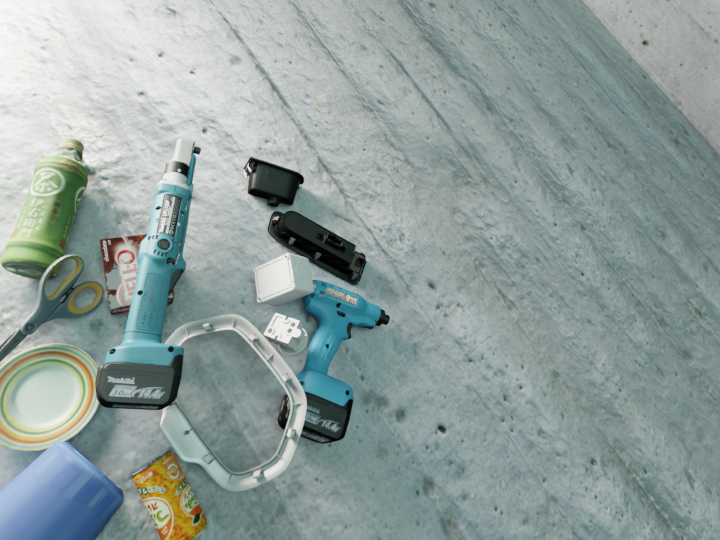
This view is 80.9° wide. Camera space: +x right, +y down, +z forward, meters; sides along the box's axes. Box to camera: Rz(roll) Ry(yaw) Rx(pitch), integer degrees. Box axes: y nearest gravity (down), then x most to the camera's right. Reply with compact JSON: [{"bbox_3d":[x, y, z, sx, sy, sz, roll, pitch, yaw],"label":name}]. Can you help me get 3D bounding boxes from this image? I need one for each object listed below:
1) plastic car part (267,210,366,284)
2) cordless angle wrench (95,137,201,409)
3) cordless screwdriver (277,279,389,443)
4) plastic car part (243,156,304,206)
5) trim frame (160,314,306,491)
[{"bbox_3d":[-0.076,-0.049,0.773,0.200,0.067,0.067,27,66,-6],"label":"plastic car part"},{"bbox_3d":[-0.289,-0.025,0.619,0.094,0.075,0.434,11,61,-25],"label":"cordless angle wrench"},{"bbox_3d":[-0.035,0.145,0.688,0.155,0.075,0.253,20,56,-15],"label":"cordless screwdriver"},{"bbox_3d":[-0.164,-0.157,0.791,0.112,0.068,0.071,17,77,-20],"label":"plastic car part"},{"bbox_3d":[-0.188,0.176,0.589,0.183,0.027,0.255,-41,75,-8],"label":"trim frame"}]
